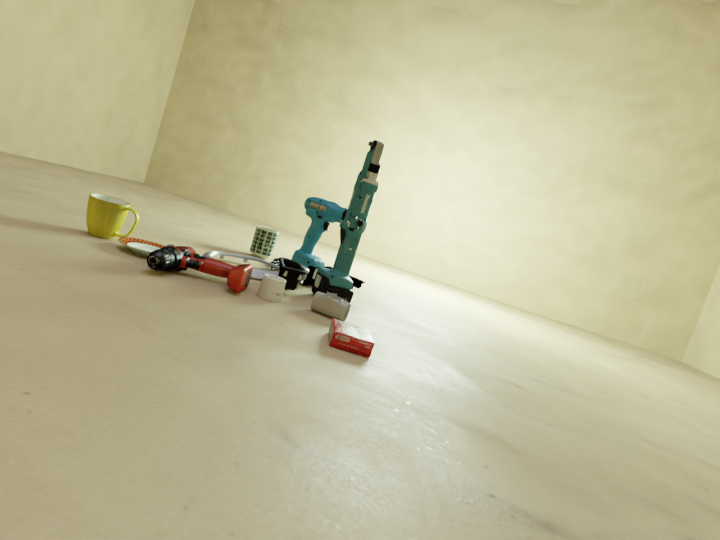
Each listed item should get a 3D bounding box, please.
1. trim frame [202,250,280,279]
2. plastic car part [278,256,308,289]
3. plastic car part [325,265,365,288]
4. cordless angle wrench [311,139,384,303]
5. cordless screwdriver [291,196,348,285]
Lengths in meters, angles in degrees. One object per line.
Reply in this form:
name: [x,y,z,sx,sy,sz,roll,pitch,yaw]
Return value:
trim frame: [-0.306,-0.013,1.135,0.235,0.027,0.195,12,8,-42]
plastic car part: [-0.179,0.014,1.044,0.064,0.071,0.120,16,6,-19]
plastic car part: [-0.066,0.026,1.276,0.063,0.067,0.213,15,6,-31]
cordless angle wrench: [-0.015,-0.123,1.076,0.094,0.422,0.078,16,5,-25]
cordless screwdriver: [-0.117,-0.077,1.199,0.168,0.248,0.071,21,5,33]
